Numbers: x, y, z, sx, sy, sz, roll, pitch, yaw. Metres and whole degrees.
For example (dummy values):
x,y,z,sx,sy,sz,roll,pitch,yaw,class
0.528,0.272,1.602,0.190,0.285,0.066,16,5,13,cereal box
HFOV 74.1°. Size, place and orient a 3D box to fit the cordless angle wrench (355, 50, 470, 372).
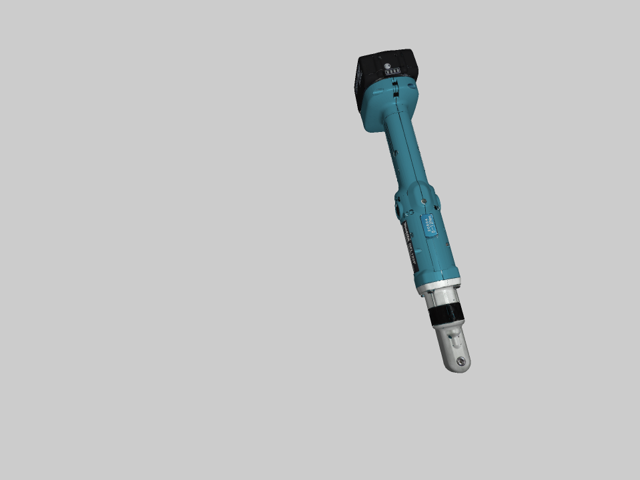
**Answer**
x,y,z,sx,sy,sz,roll,pitch,yaw,class
0.125,-0.044,0.552,0.074,0.422,0.098,-11,-14,-3,cordless angle wrench
